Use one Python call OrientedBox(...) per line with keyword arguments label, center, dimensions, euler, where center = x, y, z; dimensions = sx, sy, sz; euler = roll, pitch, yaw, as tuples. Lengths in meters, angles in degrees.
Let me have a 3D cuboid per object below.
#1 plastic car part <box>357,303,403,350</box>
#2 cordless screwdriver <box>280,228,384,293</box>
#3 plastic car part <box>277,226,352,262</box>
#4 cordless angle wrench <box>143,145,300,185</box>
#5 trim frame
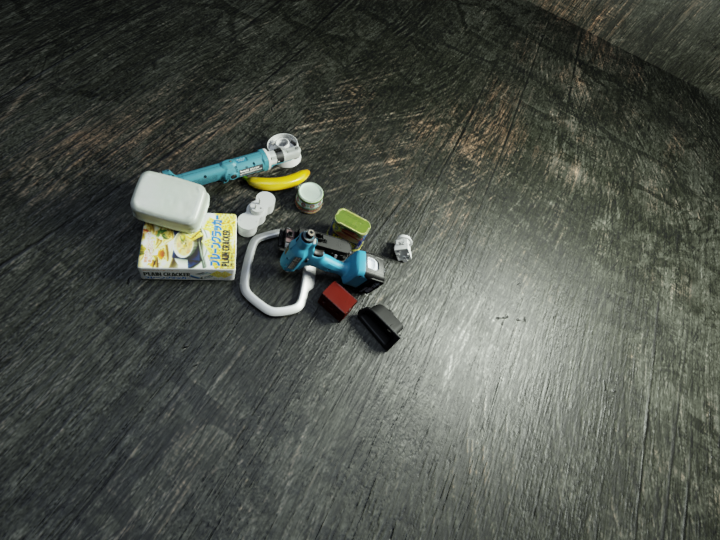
OrientedBox(label="plastic car part", center=(0.058, 0.124, 1.028), dimensions=(0.069, 0.066, 0.121), euler=(-23, 64, -42))
OrientedBox(label="cordless screwdriver", center=(-0.055, -0.026, 1.011), dimensions=(0.241, 0.160, 0.076), euler=(16, 58, -19))
OrientedBox(label="plastic car part", center=(-0.106, -0.069, 1.082), dimensions=(0.195, 0.067, 0.068), euler=(17, 47, -23))
OrientedBox(label="cordless angle wrench", center=(-0.348, -0.266, 1.122), dimensions=(0.414, 0.096, 0.077), euler=(-23, 67, -21))
OrientedBox(label="trim frame", center=(-0.202, -0.001, 1.055), dimensions=(0.182, 0.027, 0.255), euler=(8, 56, -8))
